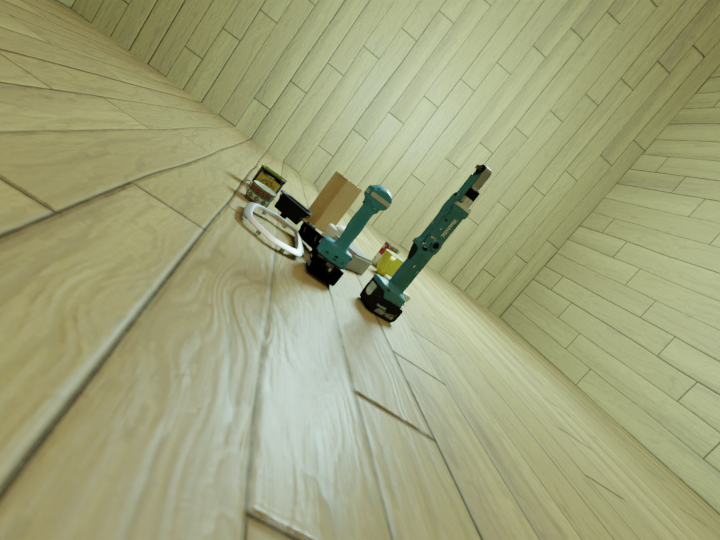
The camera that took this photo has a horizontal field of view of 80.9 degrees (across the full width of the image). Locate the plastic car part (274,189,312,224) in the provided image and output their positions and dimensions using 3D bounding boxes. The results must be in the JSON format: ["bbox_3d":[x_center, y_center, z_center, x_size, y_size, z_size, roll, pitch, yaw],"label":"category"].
[{"bbox_3d":[-0.210,-0.181,1.273,0.116,0.071,0.066,36,10,-5],"label":"plastic car part"}]

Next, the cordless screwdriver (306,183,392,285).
[{"bbox_3d":[-0.026,-0.092,0.973,0.073,0.249,0.163,35,10,-14],"label":"cordless screwdriver"}]

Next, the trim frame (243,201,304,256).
[{"bbox_3d":[-0.207,-0.100,1.034,0.179,0.027,0.256,34,10,-17],"label":"trim frame"}]

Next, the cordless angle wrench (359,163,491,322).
[{"bbox_3d":[0.163,-0.068,0.995,0.094,0.423,0.078,33,11,-27],"label":"cordless angle wrench"}]

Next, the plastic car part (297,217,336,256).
[{"bbox_3d":[-0.110,-0.072,1.121,0.062,0.067,0.215,26,14,-48],"label":"plastic car part"}]
